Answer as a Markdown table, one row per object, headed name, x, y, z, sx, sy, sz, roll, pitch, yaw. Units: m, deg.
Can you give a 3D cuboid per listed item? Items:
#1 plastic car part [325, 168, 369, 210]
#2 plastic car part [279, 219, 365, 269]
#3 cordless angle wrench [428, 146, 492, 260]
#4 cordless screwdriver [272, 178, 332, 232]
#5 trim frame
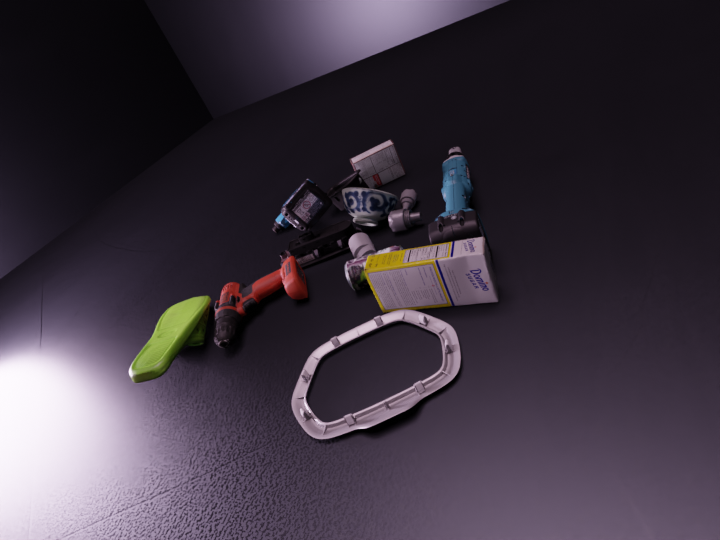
| name | x | y | z | sx | sy | sz | roll | pitch | yaw |
| --- | --- | --- | --- | --- | --- | --- | --- | --- | --- |
| plastic car part | -0.028 | -0.184 | 1.017 | 0.120 | 0.068 | 0.066 | -22 | 30 | 40 |
| plastic car part | -0.088 | -0.058 | 0.900 | 0.206 | 0.065 | 0.067 | -17 | 25 | 13 |
| cordless angle wrench | 0.184 | -0.149 | 0.799 | 0.076 | 0.094 | 0.428 | -17 | 30 | 22 |
| cordless screwdriver | -0.149 | -0.139 | 0.990 | 0.159 | 0.072 | 0.255 | -49 | 16 | 2 |
| trim frame | 0.015 | 0.134 | 0.583 | 0.249 | 0.026 | 0.192 | -25 | 33 | 2 |
